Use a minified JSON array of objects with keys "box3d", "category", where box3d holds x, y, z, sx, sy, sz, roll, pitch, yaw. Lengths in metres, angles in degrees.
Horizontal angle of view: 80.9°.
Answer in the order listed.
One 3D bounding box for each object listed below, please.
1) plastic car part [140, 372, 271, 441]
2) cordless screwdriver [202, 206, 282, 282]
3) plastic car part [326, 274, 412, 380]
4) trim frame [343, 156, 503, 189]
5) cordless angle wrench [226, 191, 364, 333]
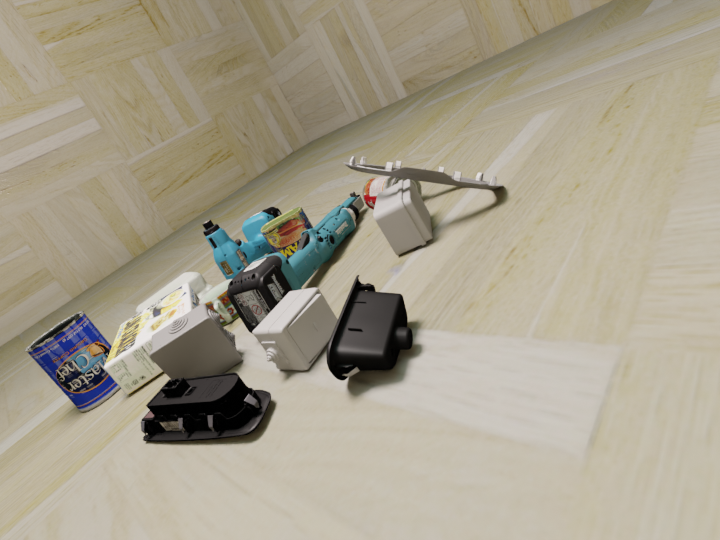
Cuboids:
[{"box3d":[-0.186,0.151,0.485,0.211,0.065,0.065,-12,19,33],"category":"plastic car part"},{"box3d":[-0.238,-0.072,0.900,0.076,0.155,0.250,-23,20,20],"category":"cordless screwdriver"},{"box3d":[0.017,0.063,0.427,0.073,0.063,0.117,-6,32,20],"category":"plastic car part"},{"box3d":[0.095,-0.155,0.666,0.253,0.027,0.184,12,18,7],"category":"trim frame"},{"box3d":[-0.073,-0.048,0.746,0.077,0.095,0.420,-18,20,30],"category":"cordless angle wrench"}]
